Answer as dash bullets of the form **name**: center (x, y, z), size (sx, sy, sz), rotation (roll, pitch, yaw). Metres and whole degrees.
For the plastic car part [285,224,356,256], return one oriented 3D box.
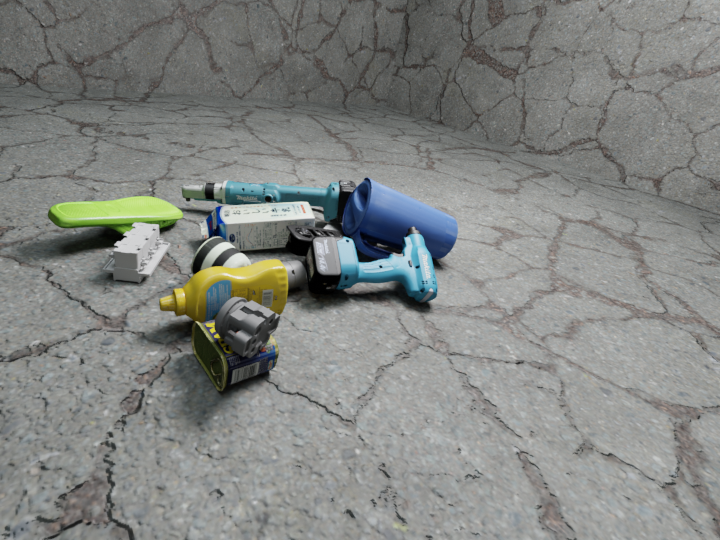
- **plastic car part**: center (-0.086, -0.056, 0.879), size (0.069, 0.067, 0.193), rotation (49, 22, 28)

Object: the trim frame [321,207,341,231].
- **trim frame**: center (-0.139, -0.125, 1.059), size (0.188, 0.027, 0.248), rotation (13, 27, 9)

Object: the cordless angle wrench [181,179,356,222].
- **cordless angle wrench**: center (-0.221, -0.182, 1.030), size (0.420, 0.096, 0.076), rotation (4, 31, -4)

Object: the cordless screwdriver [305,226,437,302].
- **cordless screwdriver**: center (0.021, -0.025, 0.814), size (0.243, 0.073, 0.164), rotation (4, 57, -13)
